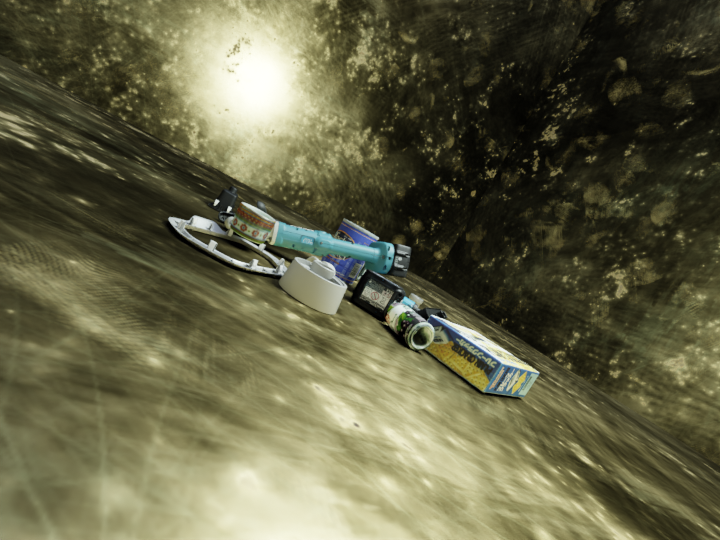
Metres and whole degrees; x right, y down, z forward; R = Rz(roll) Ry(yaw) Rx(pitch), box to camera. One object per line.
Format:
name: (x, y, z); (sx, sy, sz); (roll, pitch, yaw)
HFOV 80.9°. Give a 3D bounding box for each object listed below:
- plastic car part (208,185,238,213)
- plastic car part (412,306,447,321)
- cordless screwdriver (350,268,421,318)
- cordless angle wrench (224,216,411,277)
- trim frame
plastic car part: (-0.352, -0.189, 1.120); (0.064, 0.071, 0.119); (30, 8, -14)
plastic car part: (0.155, 0.113, 0.944); (0.193, 0.069, 0.068); (10, 60, -61)
cordless screwdriver: (0.067, 0.064, 0.958); (0.163, 0.074, 0.244); (30, 2, 8)
cordless angle wrench: (-0.093, -0.061, 0.947); (0.410, 0.074, 0.101); (12, -2, -17)
trim frame: (-0.216, -0.043, 0.727); (0.193, 0.027, 0.237); (31, 8, 26)
